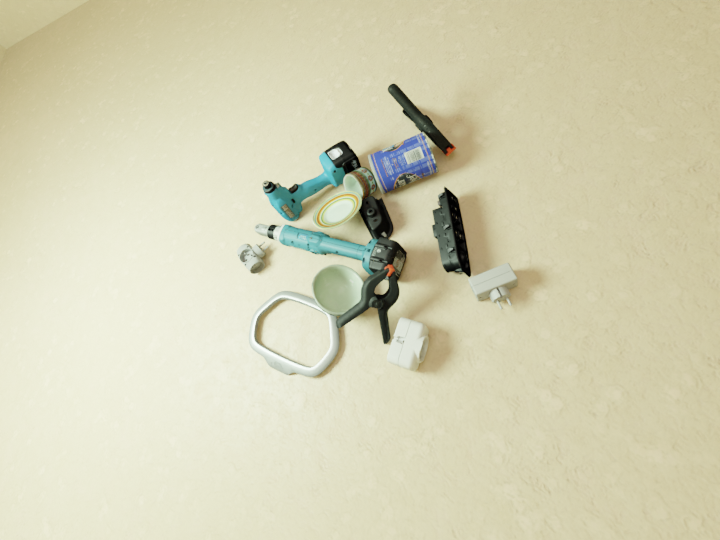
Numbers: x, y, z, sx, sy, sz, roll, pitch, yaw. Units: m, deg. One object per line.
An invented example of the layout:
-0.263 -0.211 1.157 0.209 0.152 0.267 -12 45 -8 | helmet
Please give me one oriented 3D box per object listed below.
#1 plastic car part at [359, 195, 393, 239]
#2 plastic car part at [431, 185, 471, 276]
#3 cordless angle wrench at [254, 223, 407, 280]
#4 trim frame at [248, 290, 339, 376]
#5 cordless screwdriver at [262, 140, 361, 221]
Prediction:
0.032 -0.131 1.008 0.067 0.067 0.121 -27 57 11 | plastic car part
0.193 -0.079 0.918 0.069 0.062 0.209 -21 60 24 | plastic car part
-0.101 -0.066 1.030 0.445 0.093 0.074 15 77 32 | cordless angle wrench
-0.158 0.146 0.992 0.260 0.026 0.185 16 74 27 | trim frame
-0.124 -0.236 1.077 0.249 0.151 0.078 -34 60 4 | cordless screwdriver
